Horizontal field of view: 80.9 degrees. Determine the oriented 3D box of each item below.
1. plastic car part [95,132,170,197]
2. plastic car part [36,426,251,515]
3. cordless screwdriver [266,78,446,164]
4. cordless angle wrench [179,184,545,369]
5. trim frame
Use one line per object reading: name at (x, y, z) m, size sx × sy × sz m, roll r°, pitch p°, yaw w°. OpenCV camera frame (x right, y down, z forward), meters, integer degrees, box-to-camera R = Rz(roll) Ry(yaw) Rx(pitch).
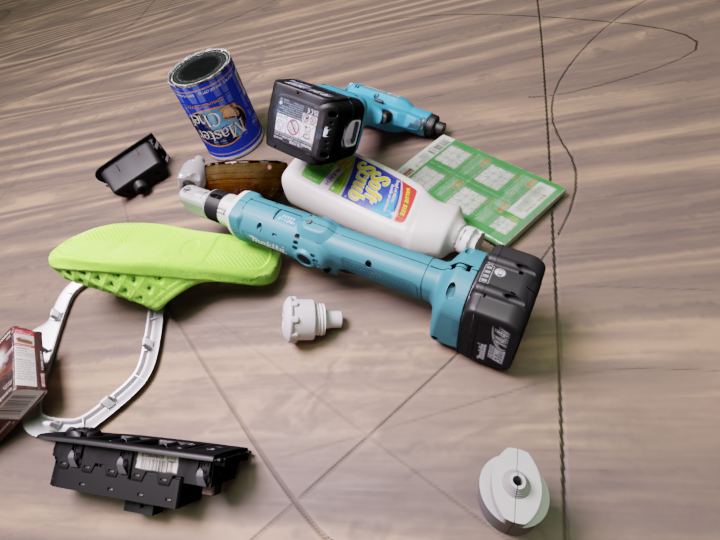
plastic car part at (-0.368, -0.160, 0.702) m, size 0.116 × 0.064 × 0.074 m, roll -39°, pitch 67°, yaw -9°
plastic car part at (-0.207, 0.180, 0.389) m, size 0.209 × 0.064 × 0.067 m, roll 3°, pitch 81°, yaw 17°
cordless screwdriver at (0.004, -0.192, 0.539) m, size 0.165 × 0.073 × 0.244 m, roll 25°, pitch 32°, yaw 18°
cordless angle wrench at (-0.044, -0.029, 0.453) m, size 0.443 × 0.094 × 0.074 m, roll 21°, pitch 59°, yaw 26°
trim frame at (-0.330, 0.079, 0.523) m, size 0.185 × 0.026 × 0.259 m, roll -18°, pitch 52°, yaw 5°
